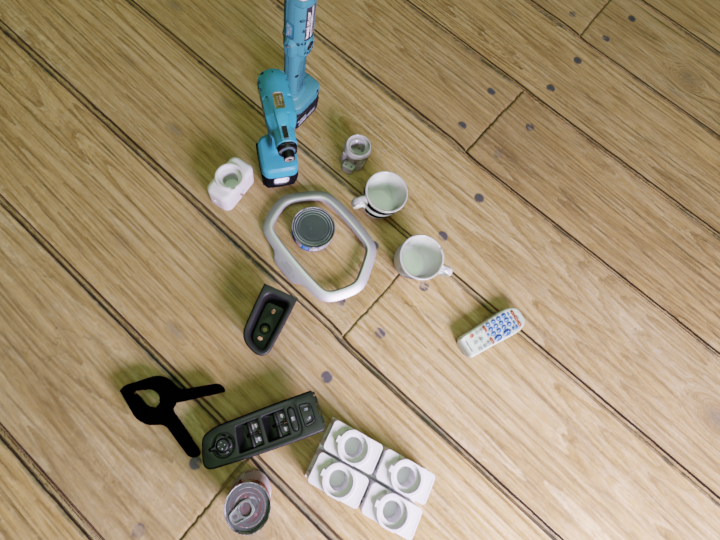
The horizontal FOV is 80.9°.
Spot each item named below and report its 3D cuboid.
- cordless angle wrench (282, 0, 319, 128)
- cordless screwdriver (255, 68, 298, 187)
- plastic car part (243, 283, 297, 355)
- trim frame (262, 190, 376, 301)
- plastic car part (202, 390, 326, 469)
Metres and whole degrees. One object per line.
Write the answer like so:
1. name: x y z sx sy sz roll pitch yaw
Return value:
1. cordless angle wrench: -0.109 -0.411 0.745 0.075 0.421 0.097 38 72 0
2. cordless screwdriver: -0.147 -0.222 0.771 0.073 0.248 0.162 -10 76 -13
3. plastic car part: -0.168 0.094 0.759 0.066 0.070 0.117 24 72 -1
4. trim frame: -0.082 -0.054 0.839 0.182 0.027 0.253 -39 80 -16
5. plastic car part: -0.164 0.266 0.706 0.200 0.066 0.068 -18 77 -11
